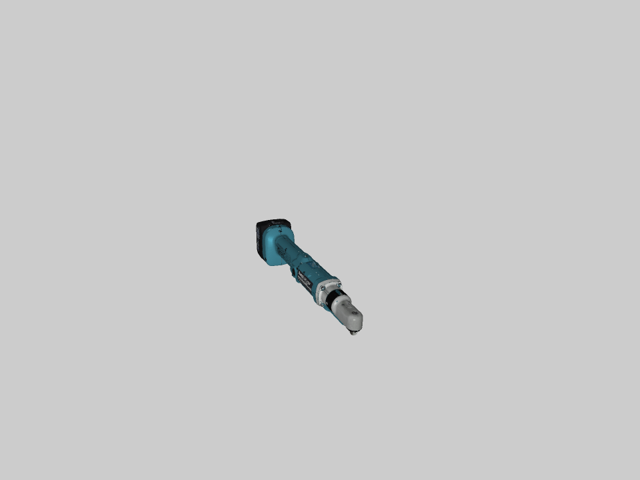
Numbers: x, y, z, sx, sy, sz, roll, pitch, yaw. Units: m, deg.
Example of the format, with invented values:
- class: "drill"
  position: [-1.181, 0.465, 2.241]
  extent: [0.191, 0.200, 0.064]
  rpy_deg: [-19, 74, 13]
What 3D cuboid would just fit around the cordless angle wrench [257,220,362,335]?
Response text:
- class: "cordless angle wrench"
  position: [-0.030, 0.061, 0.855]
  extent: [0.074, 0.098, 0.422]
  rpy_deg: [-9, 24, -24]
